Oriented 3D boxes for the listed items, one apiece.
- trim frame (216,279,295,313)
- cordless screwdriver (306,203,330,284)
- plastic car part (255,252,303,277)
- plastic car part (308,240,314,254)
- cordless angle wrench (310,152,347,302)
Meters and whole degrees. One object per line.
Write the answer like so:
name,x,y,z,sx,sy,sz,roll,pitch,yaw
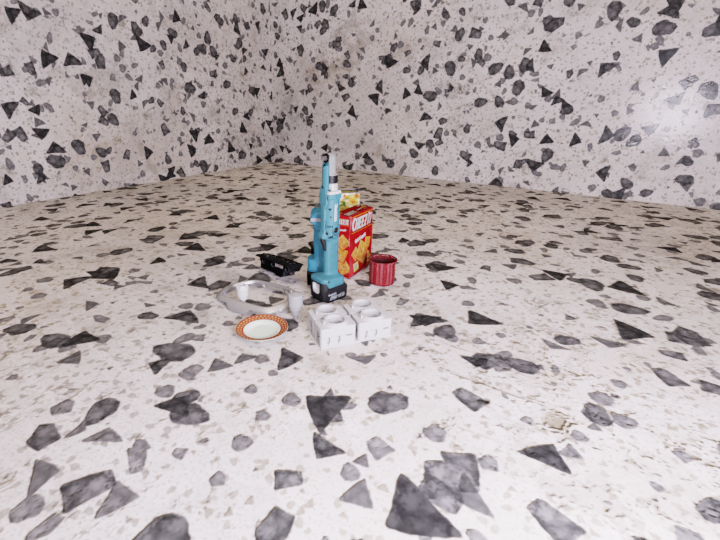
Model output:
trim frame,-0.303,0.075,1.231,0.260,0.027,0.179,12,25,28
cordless screwdriver,-0.131,-0.086,1.341,0.074,0.244,0.163,1,20,-4
plastic car part,-0.276,-0.018,1.409,0.064,0.066,0.215,-17,28,-40
plastic car part,-0.144,-0.056,1.499,0.064,0.069,0.122,-8,23,-24
cordless angle wrench,-0.088,-0.118,1.193,0.094,0.415,0.079,-15,25,-39
